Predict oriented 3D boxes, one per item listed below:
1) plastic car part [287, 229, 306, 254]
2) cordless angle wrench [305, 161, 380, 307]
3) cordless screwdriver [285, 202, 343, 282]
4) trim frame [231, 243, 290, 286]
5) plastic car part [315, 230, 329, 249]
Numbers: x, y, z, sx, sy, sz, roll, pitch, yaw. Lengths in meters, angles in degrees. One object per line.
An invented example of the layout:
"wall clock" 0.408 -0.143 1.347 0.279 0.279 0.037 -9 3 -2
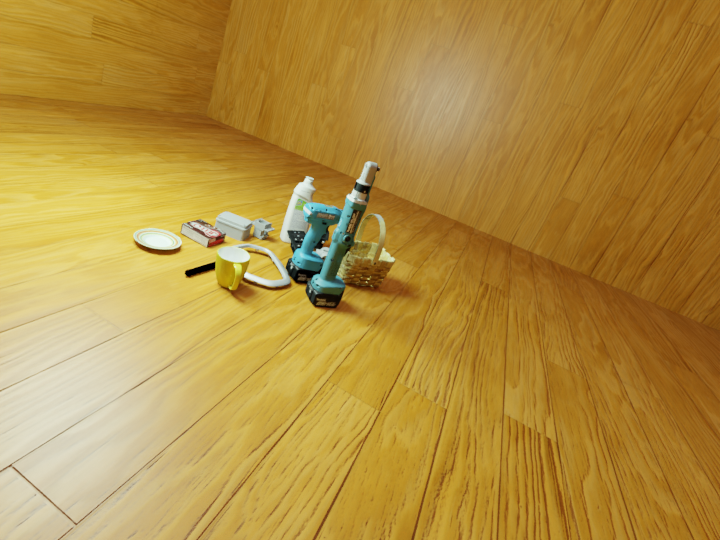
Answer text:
"plastic car part" -0.207 -0.072 1.444 0.064 0.066 0.213 10 23 -26
"cordless angle wrench" -0.043 -0.095 1.154 0.094 0.419 0.078 10 23 -29
"cordless screwdriver" -0.126 -0.083 1.292 0.152 0.246 0.078 6 25 -34
"trim frame" -0.307 -0.018 1.285 0.176 0.027 0.263 4 26 -33
"plastic car part" -0.156 -0.116 1.589 0.066 0.070 0.118 19 21 -5
